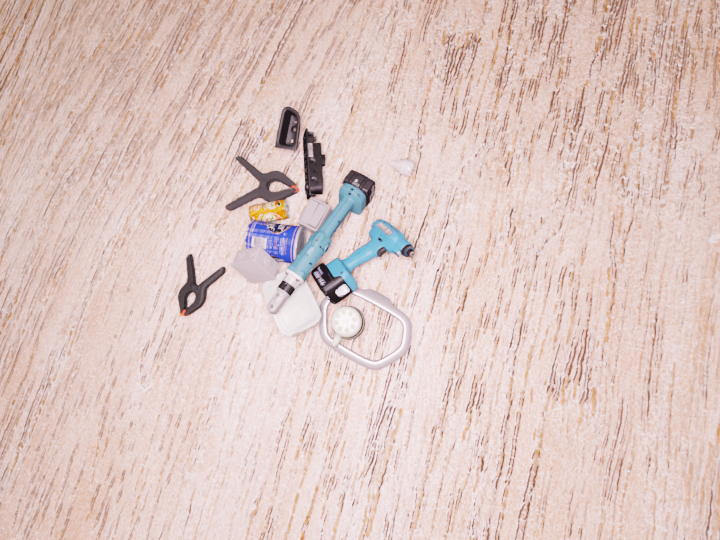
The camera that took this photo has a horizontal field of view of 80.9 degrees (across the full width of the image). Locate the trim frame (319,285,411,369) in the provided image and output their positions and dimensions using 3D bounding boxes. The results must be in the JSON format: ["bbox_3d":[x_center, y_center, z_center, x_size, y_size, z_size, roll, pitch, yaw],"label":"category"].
[{"bbox_3d":[0.008,0.139,1.078,0.256,0.027,0.184,27,84,15],"label":"trim frame"}]

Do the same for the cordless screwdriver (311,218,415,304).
[{"bbox_3d":[0.008,-0.015,1.056,0.248,0.070,0.168,-40,41,-3],"label":"cordless screwdriver"}]

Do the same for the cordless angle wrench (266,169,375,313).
[{"bbox_3d":[-0.105,-0.068,1.070,0.076,0.095,0.422,31,74,12],"label":"cordless angle wrench"}]

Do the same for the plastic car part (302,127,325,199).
[{"bbox_3d":[-0.132,-0.292,1.183,0.065,0.067,0.206,4,75,-19],"label":"plastic car part"}]

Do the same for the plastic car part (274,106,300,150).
[{"bbox_3d":[-0.197,-0.400,1.208,0.067,0.070,0.116,12,96,7],"label":"plastic car part"}]
